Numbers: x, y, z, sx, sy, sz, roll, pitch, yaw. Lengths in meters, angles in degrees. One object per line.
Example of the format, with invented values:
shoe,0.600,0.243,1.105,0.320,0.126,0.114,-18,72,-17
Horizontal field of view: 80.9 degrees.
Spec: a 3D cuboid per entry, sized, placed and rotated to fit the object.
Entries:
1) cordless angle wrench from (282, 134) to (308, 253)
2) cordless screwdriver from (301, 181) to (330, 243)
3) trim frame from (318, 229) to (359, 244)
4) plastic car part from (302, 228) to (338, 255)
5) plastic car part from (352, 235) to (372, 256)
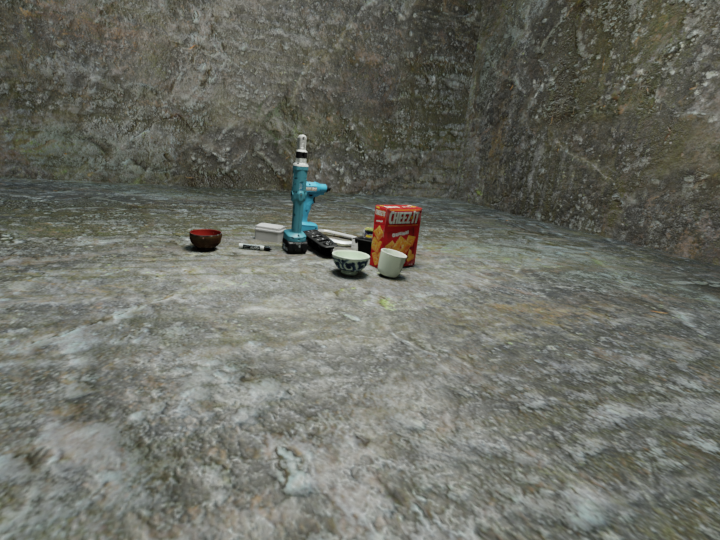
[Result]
cordless angle wrench,-0.225,-0.273,1.525,0.072,0.417,0.103,0,15,-25
cordless screwdriver,-0.200,-0.232,1.699,0.153,0.245,0.078,-3,17,-33
trim frame,-0.104,-0.140,1.803,0.259,0.027,0.179,13,18,25
plastic car part,-0.155,-0.102,1.588,0.064,0.066,0.214,-4,18,-31
plastic car part,0.033,-0.086,1.585,0.123,0.070,0.063,18,19,38
